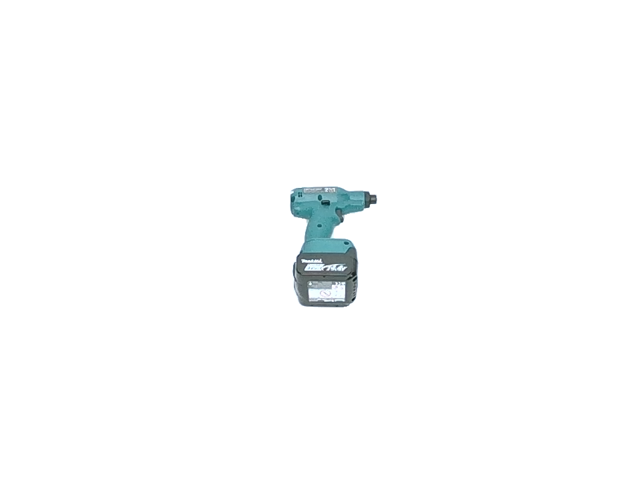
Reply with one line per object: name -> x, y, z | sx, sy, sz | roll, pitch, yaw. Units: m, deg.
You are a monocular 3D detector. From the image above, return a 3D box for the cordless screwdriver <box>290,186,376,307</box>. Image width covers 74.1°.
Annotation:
cordless screwdriver -> 0.028, -0.006, 0.711 | 0.159, 0.074, 0.248 | -2, 42, -1
